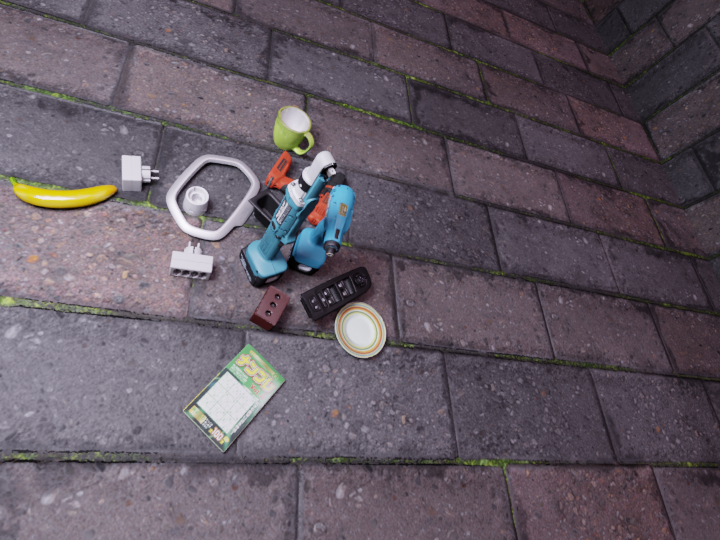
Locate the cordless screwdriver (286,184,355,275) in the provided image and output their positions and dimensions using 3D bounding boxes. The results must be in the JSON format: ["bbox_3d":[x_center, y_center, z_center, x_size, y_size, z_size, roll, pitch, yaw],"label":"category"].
[{"bbox_3d":[-0.090,-0.059,0.916,0.072,0.251,0.162,21,58,-18],"label":"cordless screwdriver"}]

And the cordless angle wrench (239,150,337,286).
[{"bbox_3d":[-0.141,-0.089,0.803,0.072,0.427,0.100,-18,76,-33],"label":"cordless angle wrench"}]

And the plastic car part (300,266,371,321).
[{"bbox_3d":[-0.056,0.054,0.981,0.197,0.067,0.068,-27,79,-33],"label":"plastic car part"}]

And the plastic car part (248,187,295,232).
[{"bbox_3d":[-0.212,-0.126,1.008,0.118,0.071,0.065,48,55,4],"label":"plastic car part"}]

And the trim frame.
[{"bbox_3d":[-0.344,-0.178,1.005,0.182,0.028,0.250,30,55,-7],"label":"trim frame"}]
